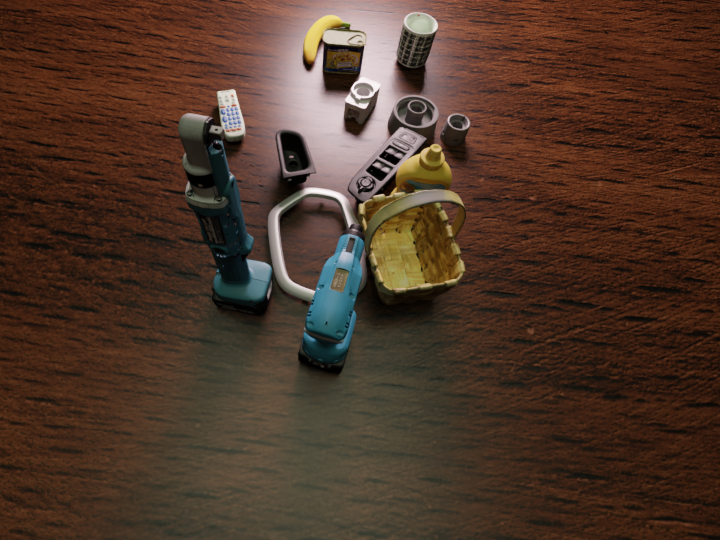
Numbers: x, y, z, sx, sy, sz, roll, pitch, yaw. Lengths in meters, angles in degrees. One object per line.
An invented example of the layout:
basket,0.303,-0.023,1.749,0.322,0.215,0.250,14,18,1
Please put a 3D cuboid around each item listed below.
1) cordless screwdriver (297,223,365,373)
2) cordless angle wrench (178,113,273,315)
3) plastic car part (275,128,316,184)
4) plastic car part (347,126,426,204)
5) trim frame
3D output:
cordless screwdriver,-0.037,0.052,0.615,0.075,0.244,0.161,16,63,0
cordless angle wrench,-0.179,-0.048,0.565,0.098,0.415,0.075,12,63,-2
plastic car part,-0.135,-0.220,0.853,0.065,0.069,0.120,-11,64,-11
plastic car part,0.047,-0.203,0.854,0.068,0.066,0.201,36,66,13
trim frame,-0.077,-0.051,0.790,0.182,0.027,0.257,-10,63,-8
